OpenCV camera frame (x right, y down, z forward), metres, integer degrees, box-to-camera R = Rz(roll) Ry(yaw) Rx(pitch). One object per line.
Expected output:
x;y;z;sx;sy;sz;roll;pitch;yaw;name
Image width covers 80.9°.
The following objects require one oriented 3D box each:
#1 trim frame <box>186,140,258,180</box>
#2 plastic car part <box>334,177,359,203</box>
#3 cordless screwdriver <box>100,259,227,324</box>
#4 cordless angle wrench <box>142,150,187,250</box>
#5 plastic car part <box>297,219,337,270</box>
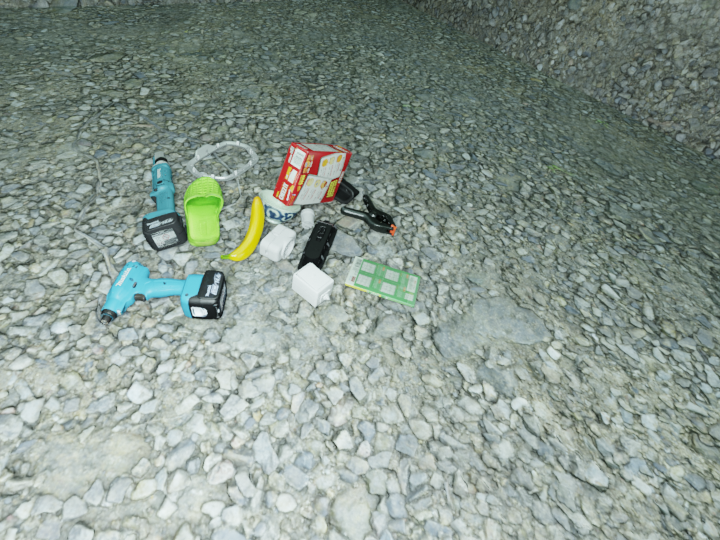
-0.444;-0.360;1.368;0.190;0.027;0.246;25;49;16;trim frame
-0.053;-0.253;1.311;0.121;0.065;0.069;38;36;20;plastic car part
-0.426;0.061;0.924;0.250;0.072;0.163;6;45;1;cordless screwdriver
-0.554;-0.225;1.184;0.097;0.071;0.445;-20;47;-9;cordless angle wrench
-0.109;-0.071;1.118;0.066;0.066;0.206;20;48;-3;plastic car part
